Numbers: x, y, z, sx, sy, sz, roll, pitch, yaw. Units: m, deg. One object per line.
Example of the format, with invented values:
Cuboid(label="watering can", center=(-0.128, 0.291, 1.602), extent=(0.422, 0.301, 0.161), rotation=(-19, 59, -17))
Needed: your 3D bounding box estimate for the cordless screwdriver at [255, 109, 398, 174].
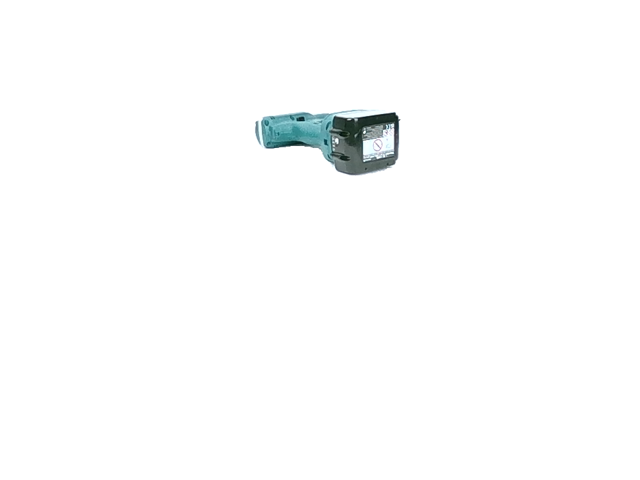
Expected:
Cuboid(label="cordless screwdriver", center=(0.023, -0.171, 0.667), extent=(0.158, 0.074, 0.250), rotation=(-19, 28, -32))
